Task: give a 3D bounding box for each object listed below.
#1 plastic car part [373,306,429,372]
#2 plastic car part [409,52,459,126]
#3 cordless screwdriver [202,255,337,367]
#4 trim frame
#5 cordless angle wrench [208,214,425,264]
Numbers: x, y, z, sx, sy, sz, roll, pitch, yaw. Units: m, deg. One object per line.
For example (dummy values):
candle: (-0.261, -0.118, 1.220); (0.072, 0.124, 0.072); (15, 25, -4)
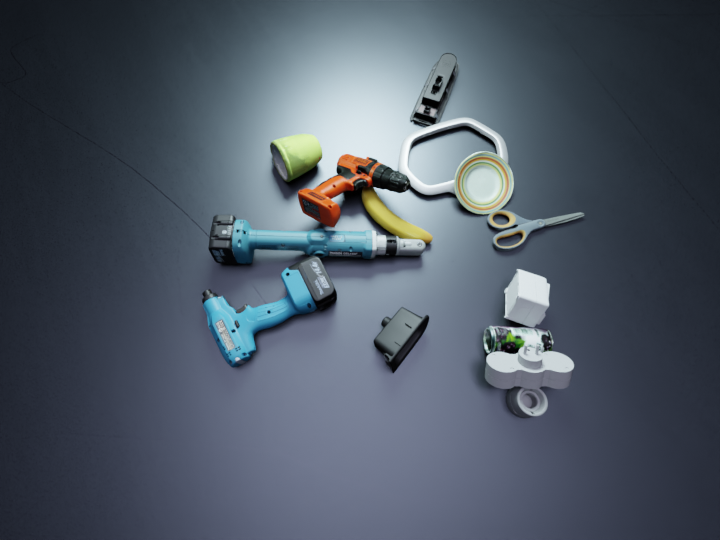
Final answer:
plastic car part: (0.068, 0.118, 0.787); (0.074, 0.063, 0.116); (29, 69, 26)
plastic car part: (0.181, -0.438, 0.999); (0.068, 0.065, 0.204); (18, 68, 15)
cordless screwdriver: (-0.178, 0.054, 0.817); (0.248, 0.072, 0.165); (-32, 71, -5)
trim frame: (0.204, -0.253, 0.940); (0.246, 0.027, 0.190); (-19, 68, -6)
cordless angle wrench: (-0.083, -0.054, 0.846); (0.423, 0.096, 0.076); (2, 67, 0)
